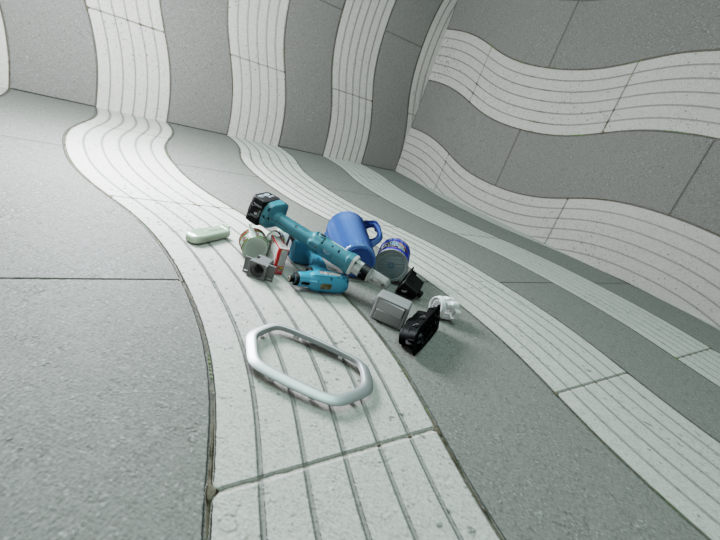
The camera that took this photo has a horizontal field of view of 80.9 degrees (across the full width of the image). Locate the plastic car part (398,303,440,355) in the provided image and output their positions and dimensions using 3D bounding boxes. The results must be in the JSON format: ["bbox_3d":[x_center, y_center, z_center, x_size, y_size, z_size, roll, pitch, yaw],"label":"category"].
[{"bbox_3d":[0.137,0.132,0.985,0.069,0.065,0.198,15,19,18],"label":"plastic car part"}]

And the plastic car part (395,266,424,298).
[{"bbox_3d":[0.149,0.048,1.221,0.072,0.066,0.115,35,25,3],"label":"plastic car part"}]

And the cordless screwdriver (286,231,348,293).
[{"bbox_3d":[-0.147,-0.026,1.141,0.152,0.073,0.262,6,27,-29],"label":"cordless screwdriver"}]

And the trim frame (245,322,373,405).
[{"bbox_3d":[-0.094,0.165,0.765,0.254,0.027,0.182,20,22,10],"label":"trim frame"}]

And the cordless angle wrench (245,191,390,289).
[{"bbox_3d":[-0.108,-0.071,1.108,0.435,0.074,0.096,32,24,14],"label":"cordless angle wrench"}]
